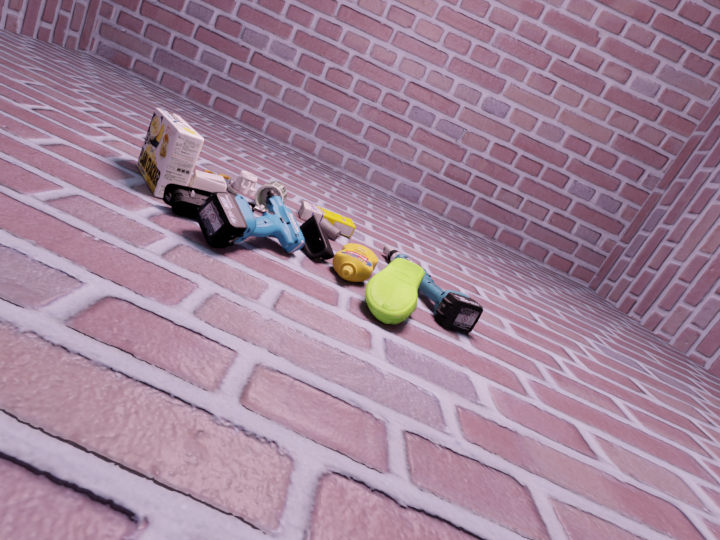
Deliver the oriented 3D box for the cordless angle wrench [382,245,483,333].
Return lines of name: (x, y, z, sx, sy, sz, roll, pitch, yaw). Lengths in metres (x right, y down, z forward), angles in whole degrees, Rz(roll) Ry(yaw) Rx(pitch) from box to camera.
cordless angle wrench: (0.157, 0.020, 1.137, 0.094, 0.074, 0.444, 17, 16, -28)

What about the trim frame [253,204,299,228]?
trim frame: (-0.238, -0.131, 1.099, 0.247, 0.027, 0.186, 25, 17, -5)

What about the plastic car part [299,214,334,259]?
plastic car part: (-0.101, -0.066, 1.033, 0.067, 0.066, 0.122, 28, 28, -52)

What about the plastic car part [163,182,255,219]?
plastic car part: (-0.330, -0.131, 0.922, 0.193, 0.067, 0.070, 16, 43, -32)

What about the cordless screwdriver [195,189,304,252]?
cordless screwdriver: (-0.230, -0.118, 0.898, 0.237, 0.075, 0.164, 2, 56, -58)
